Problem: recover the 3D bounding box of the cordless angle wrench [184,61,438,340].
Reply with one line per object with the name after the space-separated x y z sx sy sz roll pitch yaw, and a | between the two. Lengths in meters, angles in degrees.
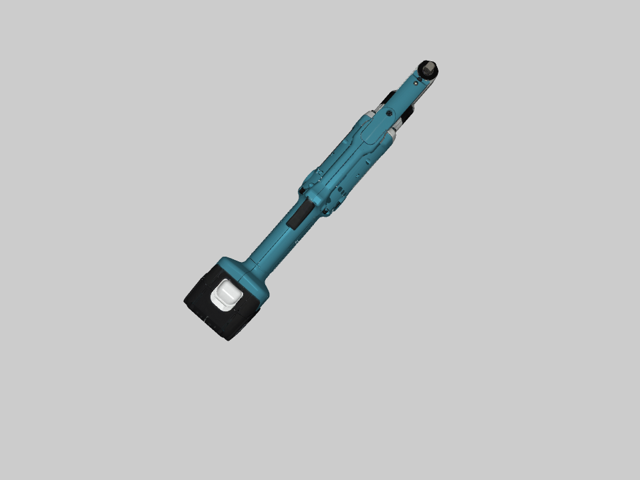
0.004 -0.061 0.535 0.074 0.423 0.098 41 -3 2 | cordless angle wrench
